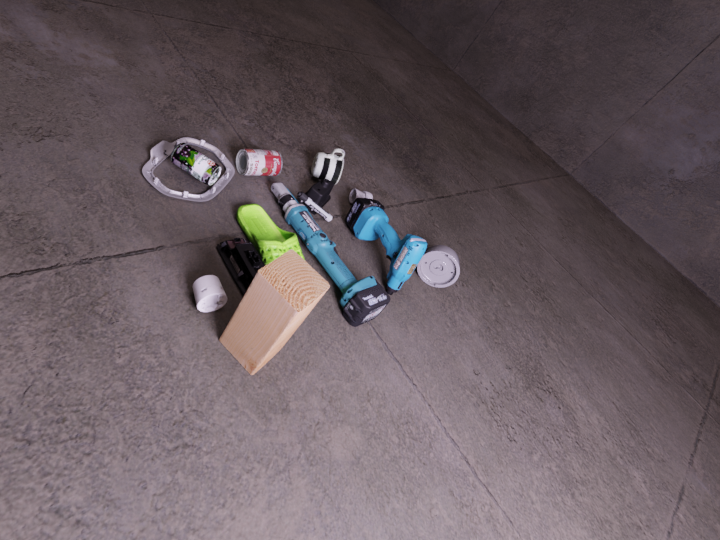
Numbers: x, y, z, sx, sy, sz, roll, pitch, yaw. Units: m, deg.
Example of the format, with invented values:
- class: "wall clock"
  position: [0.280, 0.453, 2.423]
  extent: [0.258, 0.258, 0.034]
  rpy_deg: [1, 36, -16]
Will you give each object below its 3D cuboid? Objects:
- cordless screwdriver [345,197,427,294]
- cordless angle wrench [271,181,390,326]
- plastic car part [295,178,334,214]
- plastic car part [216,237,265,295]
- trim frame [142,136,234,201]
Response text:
- class: "cordless screwdriver"
  position: [0.051, -0.068, 1.068]
  extent: [0.071, 0.158, 0.263]
  rpy_deg: [3, 34, -39]
- class: "cordless angle wrench"
  position: [-0.098, -0.064, 0.998]
  extent: [0.094, 0.074, 0.441]
  rpy_deg: [-14, 57, -43]
- class: "plastic car part"
  position: [-0.109, -0.212, 1.137]
  extent: [0.066, 0.071, 0.115]
  rpy_deg: [38, 43, 0]
- class: "plastic car part"
  position: [-0.215, 0.005, 0.857]
  extent: [0.063, 0.067, 0.211]
  rpy_deg: [-6, 56, -48]
- class: "trim frame"
  position: [-0.405, -0.248, 1.010]
  extent: [0.182, 0.027, 0.251]
  rpy_deg: [27, 42, -6]
